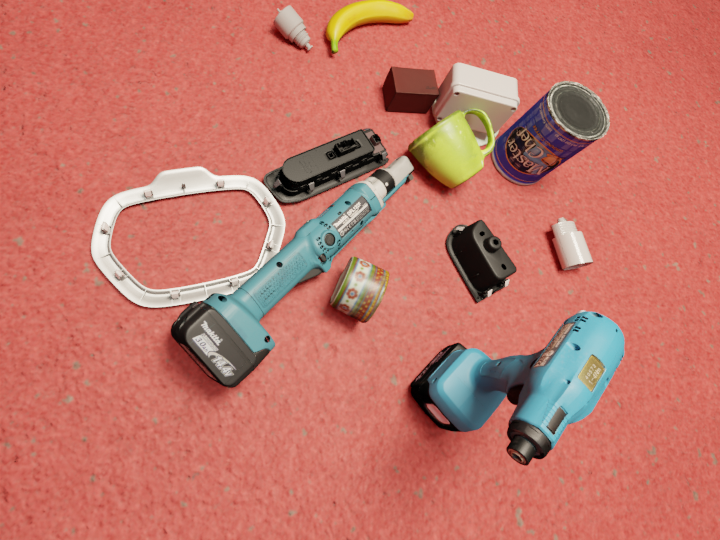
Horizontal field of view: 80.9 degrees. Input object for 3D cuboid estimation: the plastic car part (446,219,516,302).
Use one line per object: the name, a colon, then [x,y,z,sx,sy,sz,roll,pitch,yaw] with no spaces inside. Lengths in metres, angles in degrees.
plastic car part: [0.180,-0.023,0.617,0.064,0.071,0.118,-24,82,-23]

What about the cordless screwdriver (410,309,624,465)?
cordless screwdriver: [0.138,0.132,0.451,0.157,0.250,0.075,-40,88,-29]

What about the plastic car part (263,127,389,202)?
plastic car part: [-0.043,-0.160,0.623,0.200,0.068,0.067,-29,89,-18]

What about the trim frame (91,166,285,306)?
trim frame: [-0.221,-0.051,0.559,0.243,0.027,0.189,-12,73,-15]

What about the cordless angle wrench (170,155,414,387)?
cordless angle wrench: [-0.055,-0.036,0.565,0.419,0.077,0.095,-47,111,-27]
